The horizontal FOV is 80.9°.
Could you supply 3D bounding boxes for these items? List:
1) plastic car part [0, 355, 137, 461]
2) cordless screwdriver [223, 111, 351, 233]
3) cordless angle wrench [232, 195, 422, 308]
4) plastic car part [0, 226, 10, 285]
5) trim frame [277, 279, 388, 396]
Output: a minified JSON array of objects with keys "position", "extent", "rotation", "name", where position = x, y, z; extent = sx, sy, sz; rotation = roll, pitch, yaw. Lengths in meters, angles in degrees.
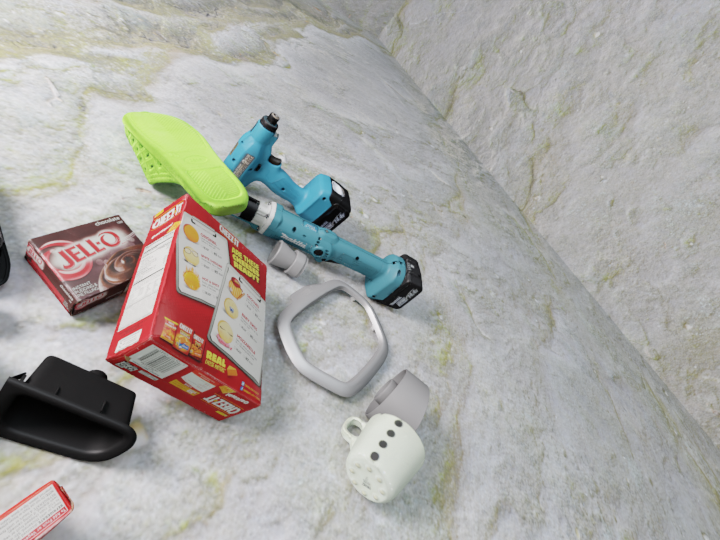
[{"position":[-0.260,0.120,0.387],"extent":[0.111,0.066,0.074],"rotation":[32,20,-27],"name":"plastic car part"},{"position":[-0.120,-0.175,0.790],"extent":[0.237,0.161,0.077],"rotation":[28,37,-29],"name":"cordless screwdriver"},{"position":[-0.075,-0.049,0.763],"extent":[0.407,0.099,0.076],"rotation":[25,40,-22],"name":"cordless angle wrench"},{"position":[-0.409,-0.069,0.436],"extent":[0.063,0.068,0.209],"rotation":[1,54,-58],"name":"plastic car part"},{"position":[-0.039,0.098,0.688],"extent":[0.187,0.028,0.242],"rotation":[49,34,6],"name":"trim frame"}]
